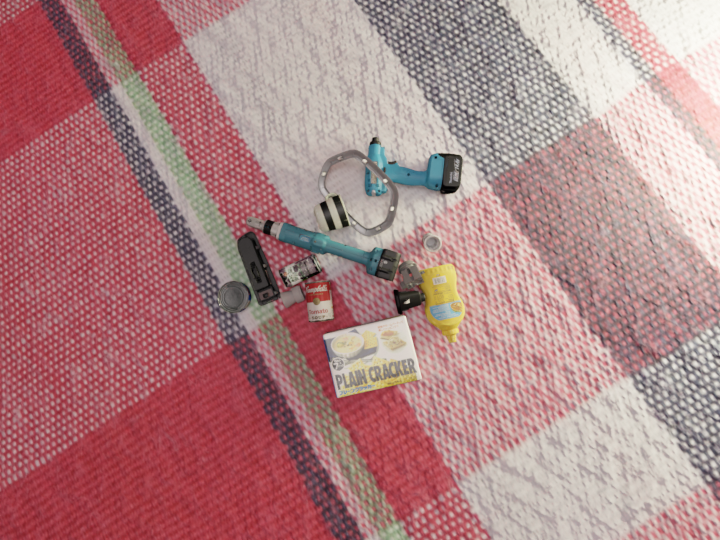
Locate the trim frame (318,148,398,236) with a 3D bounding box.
[{"bbox_3d":[-0.010,-0.202,1.112,0.253,0.027,0.185,47,121,9],"label":"trim frame"}]

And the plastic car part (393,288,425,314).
[{"bbox_3d":[0.123,0.072,1.049,0.071,0.116,0.066,-12,85,-3],"label":"plastic car part"}]

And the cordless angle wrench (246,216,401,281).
[{"bbox_3d":[-0.108,-0.071,1.110,0.432,0.096,0.074,18,89,11],"label":"cordless angle wrench"}]

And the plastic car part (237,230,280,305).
[{"bbox_3d":[-0.284,-0.009,1.135,0.067,0.065,0.207,-24,78,8],"label":"plastic car part"}]

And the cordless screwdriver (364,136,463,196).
[{"bbox_3d":[0.137,-0.277,1.117,0.253,0.072,0.160,1,83,10],"label":"cordless screwdriver"}]
